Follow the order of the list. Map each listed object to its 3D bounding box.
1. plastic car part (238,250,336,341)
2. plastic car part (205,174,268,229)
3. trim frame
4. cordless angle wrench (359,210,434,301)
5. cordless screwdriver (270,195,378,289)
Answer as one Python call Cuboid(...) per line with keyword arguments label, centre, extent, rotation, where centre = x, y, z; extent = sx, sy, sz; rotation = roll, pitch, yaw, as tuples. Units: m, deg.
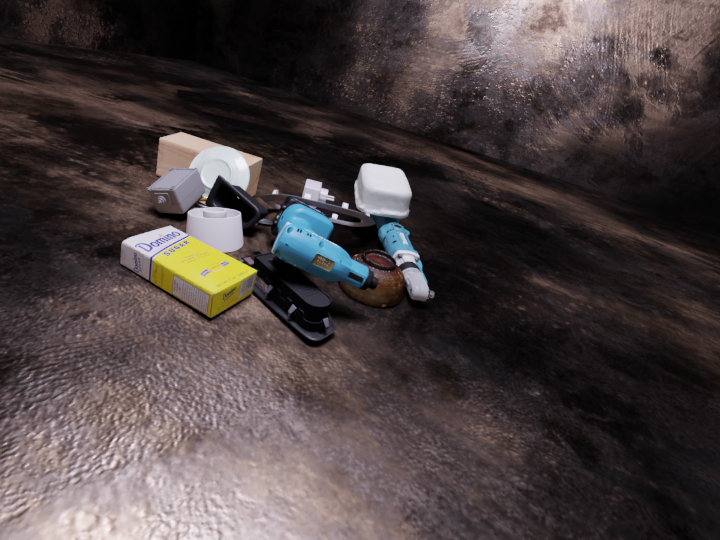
Cuboid(label="plastic car part", centre=(-0.106, 0.023, 0.614), extent=(0.063, 0.066, 0.214), rotation=(-4, 34, -46))
Cuboid(label="plastic car part", centre=(-0.226, -0.125, 0.809), extent=(0.119, 0.066, 0.069), rotation=(37, 22, 12))
Cuboid(label="trim frame", centre=(-0.087, -0.127, 0.879), extent=(0.244, 0.027, 0.187), rotation=(11, -4, -11))
Cuboid(label="cordless angle wrench", centre=(0.071, -0.069, 0.880), extent=(0.096, 0.073, 0.437), rotation=(9, 29, -13))
Cuboid(label="cordless screwdriver", centre=(-0.067, -0.044, 0.690), extent=(0.154, 0.074, 0.257), rotation=(26, 10, -18))
